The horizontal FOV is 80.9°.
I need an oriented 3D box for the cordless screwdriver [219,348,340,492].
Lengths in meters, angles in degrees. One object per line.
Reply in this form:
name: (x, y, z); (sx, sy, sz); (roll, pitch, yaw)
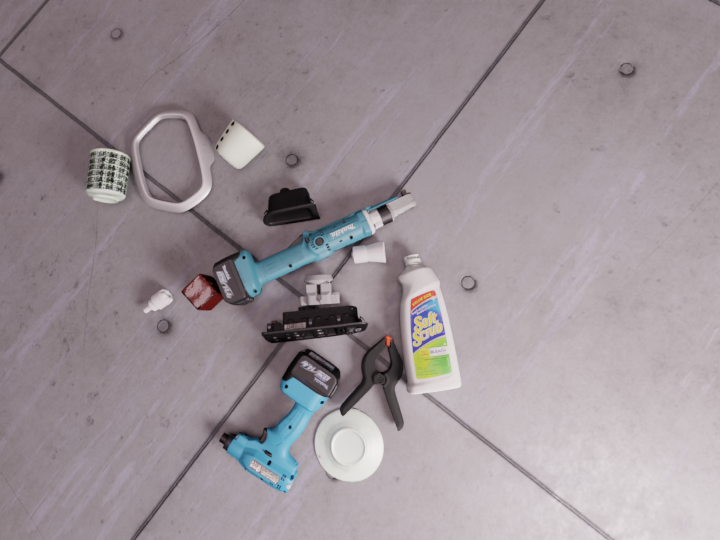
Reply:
cordless screwdriver: (-0.150, 0.267, 0.798); (0.162, 0.073, 0.249); (27, 88, 9)

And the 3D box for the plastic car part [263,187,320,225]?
plastic car part: (-0.148, -0.139, 0.877); (0.118, 0.063, 0.073); (-6, 66, 7)

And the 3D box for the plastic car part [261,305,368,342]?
plastic car part: (-0.087, 0.103, 0.828); (0.205, 0.064, 0.069); (-3, 56, 7)

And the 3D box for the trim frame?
trim frame: (-0.418, -0.245, 0.938); (0.185, 0.027, 0.253); (-19, 77, 4)

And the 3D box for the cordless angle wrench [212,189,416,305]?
cordless angle wrench: (-0.083, -0.054, 0.848); (0.423, 0.073, 0.100); (-25, 81, -1)
